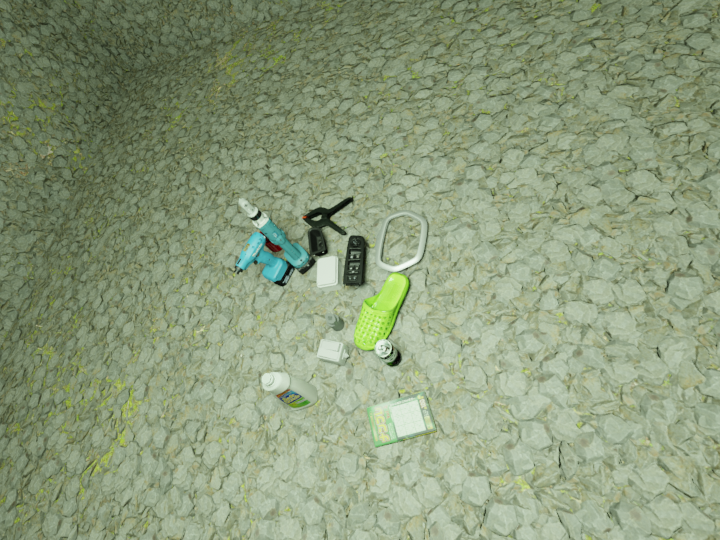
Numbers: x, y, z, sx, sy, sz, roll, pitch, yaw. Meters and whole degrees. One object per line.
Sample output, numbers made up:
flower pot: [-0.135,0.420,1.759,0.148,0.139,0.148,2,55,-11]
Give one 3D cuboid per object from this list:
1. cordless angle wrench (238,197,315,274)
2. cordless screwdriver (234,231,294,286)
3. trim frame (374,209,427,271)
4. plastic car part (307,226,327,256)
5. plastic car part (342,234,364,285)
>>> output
cordless angle wrench: [-0.287,-0.119,1.445,0.074,0.400,0.103,-45,54,-4]
cordless screwdriver: [-0.348,-0.014,1.520,0.078,0.235,0.159,21,73,32]
trim frame: [0.136,-0.105,1.460,0.192,0.026,0.252,0,63,26]
plastic car part: [-0.154,-0.101,1.578,0.067,0.067,0.121,-20,56,14]
plastic car part: [-0.014,-0.032,1.470,0.068,0.063,0.208,-9,59,21]
